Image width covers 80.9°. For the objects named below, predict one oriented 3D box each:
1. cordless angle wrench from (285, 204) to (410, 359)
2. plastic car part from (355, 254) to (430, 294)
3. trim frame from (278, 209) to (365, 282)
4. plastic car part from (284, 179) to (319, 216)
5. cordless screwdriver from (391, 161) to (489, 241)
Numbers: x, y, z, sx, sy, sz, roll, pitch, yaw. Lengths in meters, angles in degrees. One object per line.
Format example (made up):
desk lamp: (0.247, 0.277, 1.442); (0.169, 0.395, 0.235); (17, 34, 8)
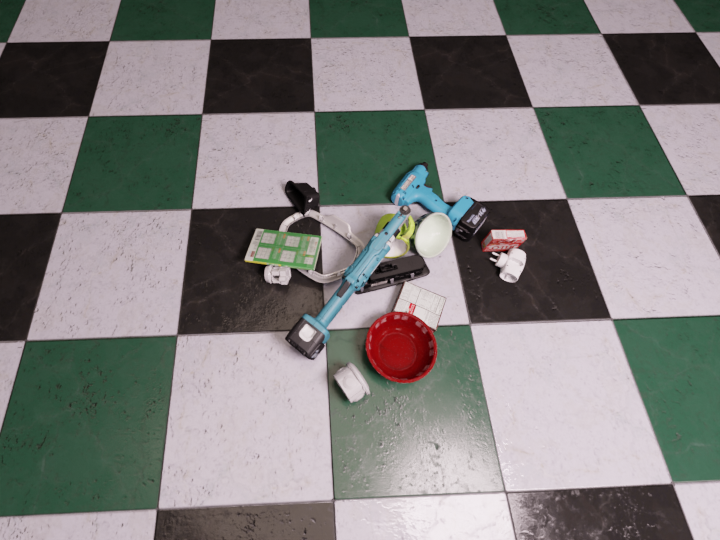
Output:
cordless angle wrench: (-0.012, 0.015, 0.987); (0.076, 0.095, 0.422); (36, 80, 12)
plastic car part: (0.077, -0.001, 1.065); (0.200, 0.065, 0.069); (-12, 58, -10)
trim frame: (-0.108, -0.070, 1.101); (0.259, 0.026, 0.183); (33, 66, 23)
plastic car part: (-0.152, -0.209, 1.159); (0.068, 0.065, 0.123); (-13, 46, -30)
cordless screwdriver: (0.226, -0.198, 1.159); (0.257, 0.072, 0.158); (31, 67, 18)
